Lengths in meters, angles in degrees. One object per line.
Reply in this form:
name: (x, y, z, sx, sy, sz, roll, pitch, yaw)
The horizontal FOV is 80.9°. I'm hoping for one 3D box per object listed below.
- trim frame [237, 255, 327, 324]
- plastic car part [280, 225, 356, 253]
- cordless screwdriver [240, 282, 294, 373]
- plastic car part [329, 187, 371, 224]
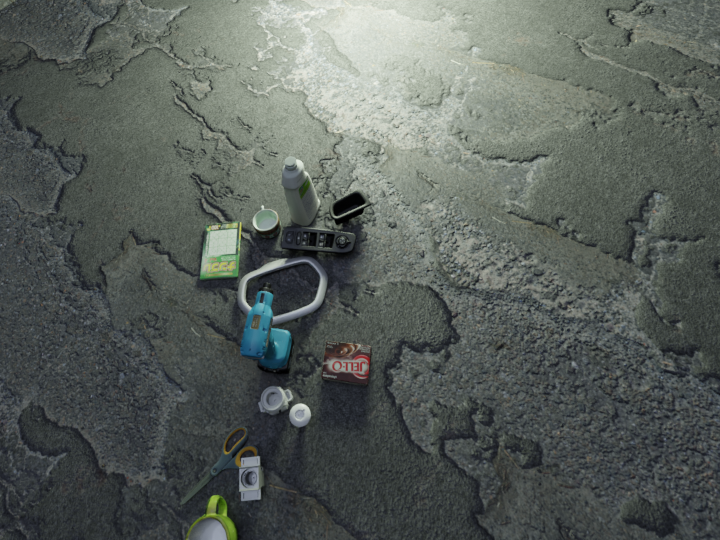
trim frame: (-0.207, 0.049, 1.128, 0.247, 0.026, 0.191, -20, 63, -3)
plastic car part: (-0.113, -0.074, 1.157, 0.206, 0.065, 0.067, 4, 65, 8)
cordless screwdriver: (-0.205, 0.141, 0.962, 0.075, 0.241, 0.162, 5, 65, 4)
plastic car part: (-0.035, -0.169, 1.193, 0.115, 0.068, 0.069, -29, 66, -9)
